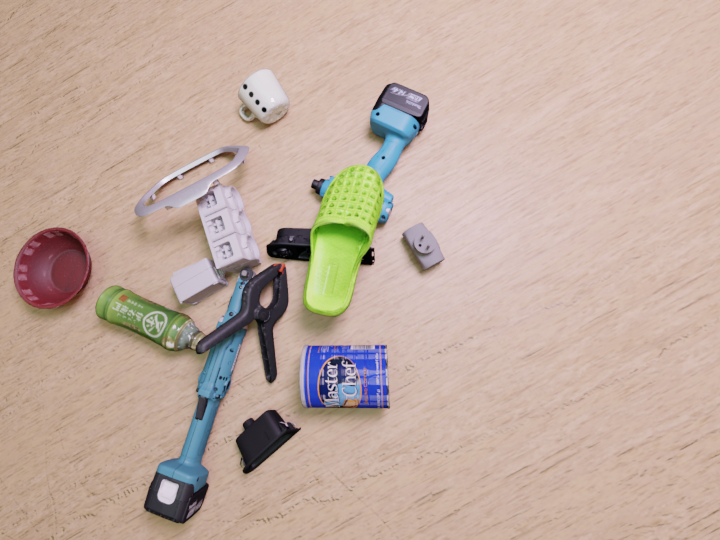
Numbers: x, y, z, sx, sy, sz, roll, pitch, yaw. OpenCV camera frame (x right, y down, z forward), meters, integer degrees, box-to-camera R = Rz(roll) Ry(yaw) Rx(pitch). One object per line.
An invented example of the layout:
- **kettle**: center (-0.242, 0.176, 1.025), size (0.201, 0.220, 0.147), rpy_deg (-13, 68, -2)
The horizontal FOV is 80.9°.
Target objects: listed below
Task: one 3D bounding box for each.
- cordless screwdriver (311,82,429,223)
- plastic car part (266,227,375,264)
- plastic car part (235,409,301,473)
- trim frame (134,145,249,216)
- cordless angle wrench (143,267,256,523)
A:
- **cordless screwdriver**: center (0.020, -0.226, 0.797), size (0.163, 0.073, 0.249), rpy_deg (23, 87, 11)
- **plastic car part**: center (-0.076, -0.050, 0.780), size (0.206, 0.064, 0.068), rpy_deg (-1, 71, 8)
- **plastic car part**: center (-0.174, 0.286, 0.733), size (0.117, 0.063, 0.074), rpy_deg (-39, 64, 2)
- **trim frame**: center (-0.320, -0.173, 0.804), size (0.249, 0.026, 0.192), rpy_deg (-26, 34, 0)
- **cordless angle wrench**: center (-0.260, 0.198, 0.750), size (0.076, 0.096, 0.426), rpy_deg (13, 77, 7)
